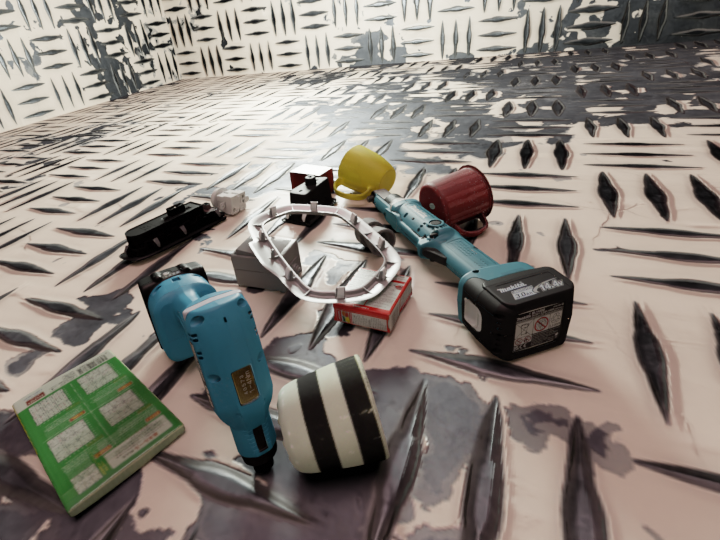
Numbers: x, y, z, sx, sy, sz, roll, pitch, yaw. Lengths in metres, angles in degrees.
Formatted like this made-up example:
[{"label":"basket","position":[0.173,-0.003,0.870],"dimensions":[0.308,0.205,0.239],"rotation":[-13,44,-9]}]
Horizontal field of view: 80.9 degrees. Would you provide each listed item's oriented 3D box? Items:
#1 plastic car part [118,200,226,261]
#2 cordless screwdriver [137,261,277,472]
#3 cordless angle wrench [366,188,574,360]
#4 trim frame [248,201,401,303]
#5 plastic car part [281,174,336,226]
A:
[{"label":"plastic car part","position":[-0.342,-0.080,0.768],"dimensions":[0.070,0.065,0.200],"rotation":[22,45,28]},{"label":"cordless screwdriver","position":[-0.157,0.080,0.433],"dimensions":[0.072,0.156,0.261],"rotation":[-21,19,-29]},{"label":"cordless angle wrench","position":[0.106,-0.043,0.603],"dimensions":[0.096,0.072,0.443],"rotation":[-15,31,-13]},{"label":"trim frame","position":[-0.057,-0.037,0.580],"dimensions":[0.179,0.027,0.263],"rotation":[-17,42,-23]},{"label":"plastic car part","position":[-0.094,-0.140,0.794],"dimensions":[0.069,0.068,0.115],"rotation":[13,40,26]}]
